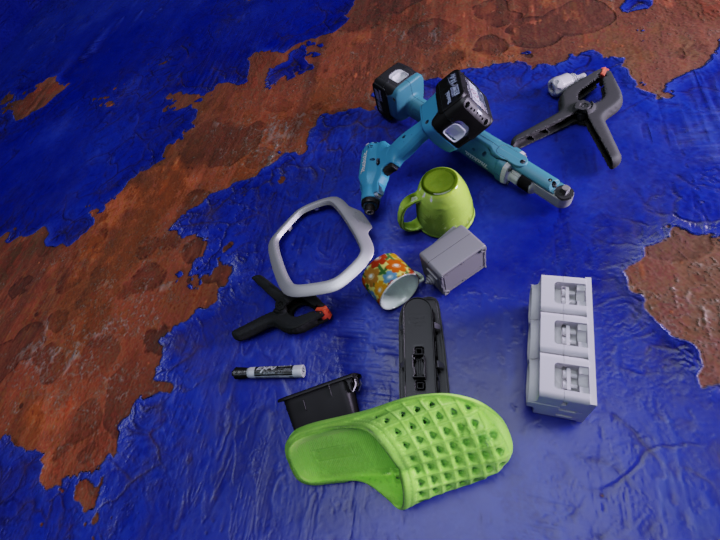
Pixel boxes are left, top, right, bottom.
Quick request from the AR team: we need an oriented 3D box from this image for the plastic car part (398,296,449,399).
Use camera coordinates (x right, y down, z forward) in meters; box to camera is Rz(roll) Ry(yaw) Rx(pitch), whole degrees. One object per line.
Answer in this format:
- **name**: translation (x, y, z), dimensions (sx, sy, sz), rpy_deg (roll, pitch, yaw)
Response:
- **plastic car part**: translation (0.080, 0.121, 0.575), dimensions (0.068, 0.063, 0.208), rpy_deg (-10, 54, 20)

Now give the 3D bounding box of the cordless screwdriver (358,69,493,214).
- **cordless screwdriver**: translation (0.089, -0.200, 0.702), dimensions (0.255, 0.071, 0.163), rpy_deg (-28, 43, 42)

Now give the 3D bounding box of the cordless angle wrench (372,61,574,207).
- **cordless angle wrench**: translation (0.185, -0.239, 0.751), dimensions (0.074, 0.093, 0.445), rpy_deg (-39, 58, -8)

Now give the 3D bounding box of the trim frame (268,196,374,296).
- **trim frame**: translation (-0.071, -0.046, 0.724), dimensions (0.184, 0.026, 0.261), rpy_deg (-32, 39, 2)

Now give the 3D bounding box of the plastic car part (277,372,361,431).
- **plastic car part**: translation (-0.048, 0.191, 0.581), dimensions (0.117, 0.063, 0.073), rpy_deg (-25, 69, 7)
